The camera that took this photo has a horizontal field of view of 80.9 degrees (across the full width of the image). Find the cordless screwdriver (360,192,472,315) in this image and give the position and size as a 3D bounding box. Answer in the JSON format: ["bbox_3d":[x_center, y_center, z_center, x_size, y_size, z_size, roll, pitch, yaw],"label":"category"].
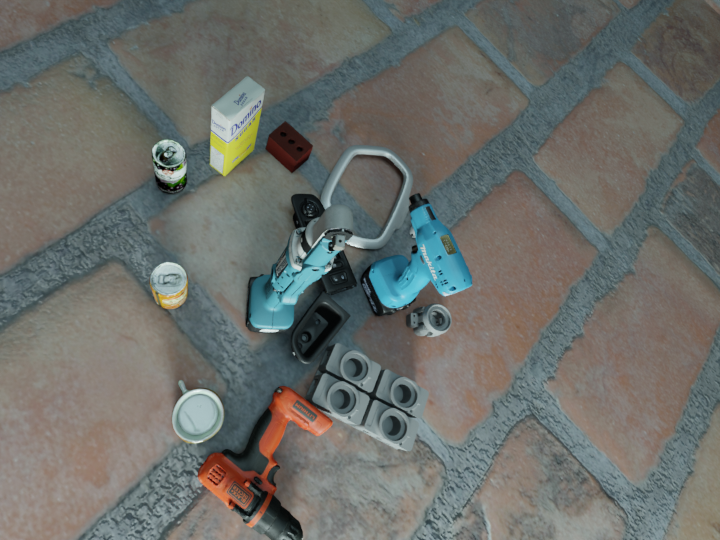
[{"bbox_3d":[0.077,-0.015,0.720,0.072,0.251,0.162,-17,80,-25],"label":"cordless screwdriver"}]

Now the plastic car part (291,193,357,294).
[{"bbox_3d":[-0.077,-0.050,0.788,0.064,0.067,0.207,-16,76,-23],"label":"plastic car part"}]

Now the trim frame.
[{"bbox_3d":[0.019,-0.158,0.878,0.182,0.028,0.250,27,65,-6],"label":"trim frame"}]

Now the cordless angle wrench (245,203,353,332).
[{"bbox_3d":[-0.092,0.008,0.564,0.072,0.427,0.100,6,72,-20],"label":"cordless angle wrench"}]

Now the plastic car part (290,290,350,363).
[{"bbox_3d":[-0.083,0.105,0.726,0.066,0.071,0.116,40,64,-3],"label":"plastic car part"}]
